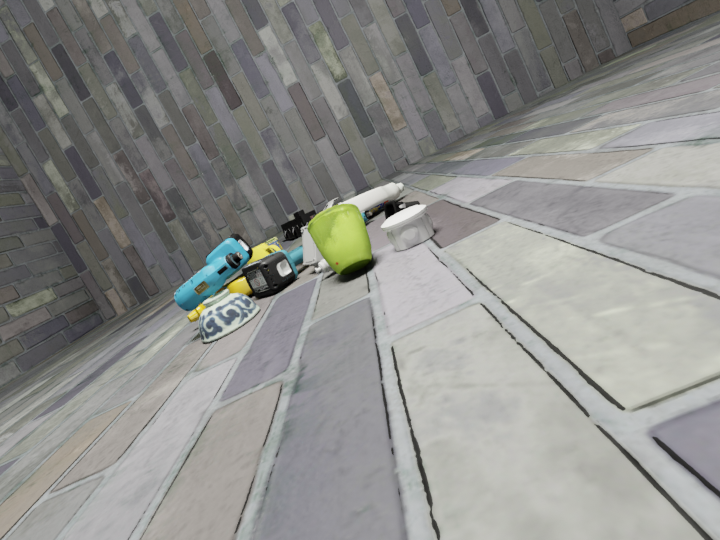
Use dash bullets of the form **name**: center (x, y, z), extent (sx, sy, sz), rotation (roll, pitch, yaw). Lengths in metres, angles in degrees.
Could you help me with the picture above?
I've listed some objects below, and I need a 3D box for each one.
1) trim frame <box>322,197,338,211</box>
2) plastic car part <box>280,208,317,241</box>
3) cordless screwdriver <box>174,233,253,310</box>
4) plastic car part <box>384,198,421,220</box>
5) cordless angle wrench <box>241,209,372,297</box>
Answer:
- **trim frame**: center (-0.113, -0.129, 1.202), extent (0.184, 0.027, 0.251), rotation (-62, 8, 4)
- **plastic car part**: center (-0.144, -0.106, 1.011), extent (0.065, 0.066, 0.209), rotation (-36, 10, -28)
- **cordless screwdriver**: center (-0.290, -0.017, 0.908), extent (0.160, 0.073, 0.252), rotation (-37, 15, 13)
- **plastic car part**: center (0.093, -0.117, 0.863), extent (0.071, 0.065, 0.118), rotation (-13, 8, -2)
- **cordless angle wrench**: center (-0.101, -0.066, 1.030), extent (0.101, 0.073, 0.413), rotation (-18, 14, 44)
